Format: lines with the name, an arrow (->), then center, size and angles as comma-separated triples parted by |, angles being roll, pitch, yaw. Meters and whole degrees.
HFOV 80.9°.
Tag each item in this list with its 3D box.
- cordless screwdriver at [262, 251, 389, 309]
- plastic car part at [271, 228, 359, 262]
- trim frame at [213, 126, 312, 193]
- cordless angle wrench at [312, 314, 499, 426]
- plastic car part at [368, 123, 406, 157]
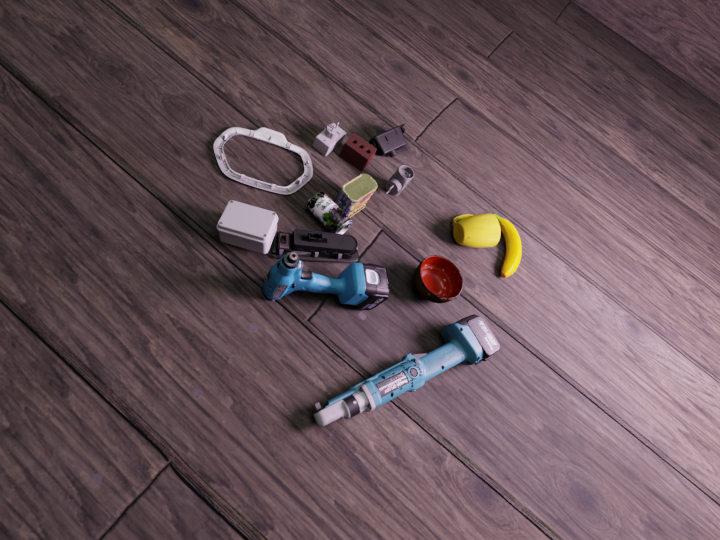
cordless screwdriver -> -0.060, 0.016, 0.844 | 0.241, 0.160, 0.076 | 6, 62, -21
plastic car part -> -0.092, -0.060, 0.939 | 0.196, 0.067, 0.069 | 7, 53, -20
trim frame -> -0.234, -0.274, 1.032 | 0.244, 0.027, 0.188 | 15, 56, -9
cordless angle wrench -> 0.095, 0.207, 0.845 | 0.411, 0.074, 0.101 | -20, 71, -26
plastic car part -> 0.081, -0.352, 1.176 | 0.114, 0.067, 0.071 | -34, 93, -29
